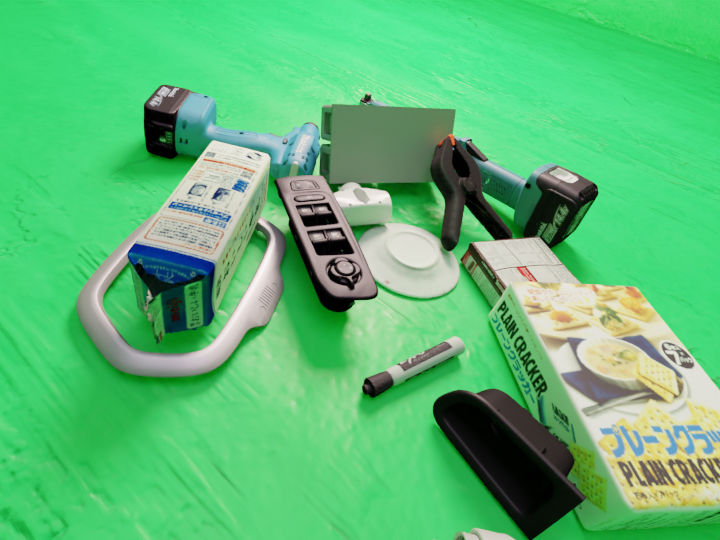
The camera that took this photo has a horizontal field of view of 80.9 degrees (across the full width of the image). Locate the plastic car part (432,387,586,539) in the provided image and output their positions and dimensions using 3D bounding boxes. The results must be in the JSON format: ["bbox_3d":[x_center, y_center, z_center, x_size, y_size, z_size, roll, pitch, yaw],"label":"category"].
[{"bbox_3d":[0.129,0.143,0.359,0.068,0.065,0.123,-5,41,-41],"label":"plastic car part"}]

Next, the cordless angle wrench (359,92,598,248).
[{"bbox_3d":[0.146,-0.190,0.685,0.072,0.096,0.445,-25,51,-35],"label":"cordless angle wrench"}]

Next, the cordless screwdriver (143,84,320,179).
[{"bbox_3d":[-0.182,-0.208,0.635,0.248,0.073,0.162,15,43,-3],"label":"cordless screwdriver"}]

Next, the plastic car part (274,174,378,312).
[{"bbox_3d":[-0.047,-0.031,0.483,0.064,0.066,0.213,-2,42,-28],"label":"plastic car part"}]

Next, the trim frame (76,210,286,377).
[{"bbox_3d":[-0.176,0.005,0.450,0.186,0.027,0.252,14,42,3],"label":"trim frame"}]
